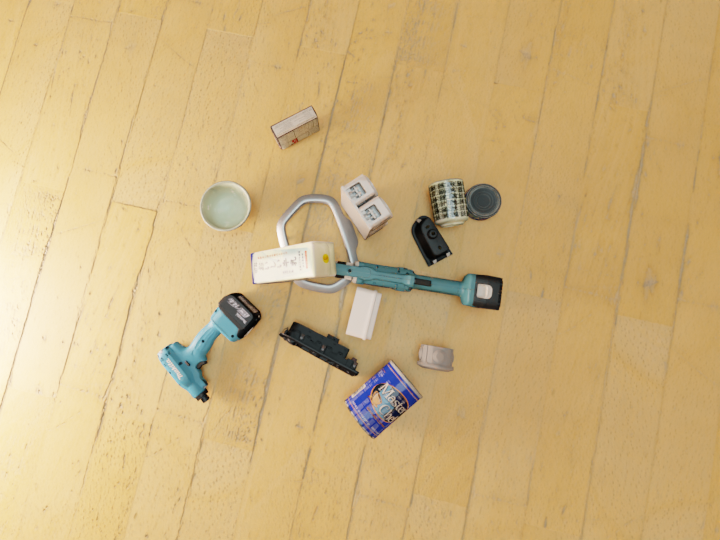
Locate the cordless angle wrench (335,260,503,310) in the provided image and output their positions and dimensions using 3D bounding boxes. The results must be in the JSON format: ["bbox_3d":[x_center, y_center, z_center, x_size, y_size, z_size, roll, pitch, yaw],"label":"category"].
[{"bbox_3d":[0.095,0.020,0.964,0.426,0.097,0.074,9,86,4],"label":"cordless angle wrench"}]

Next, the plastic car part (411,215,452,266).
[{"bbox_3d":[0.166,-0.075,0.987,0.066,0.071,0.117,-28,88,-3],"label":"plastic car part"}]

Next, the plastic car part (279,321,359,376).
[{"bbox_3d":[-0.092,0.175,0.978,0.205,0.065,0.067,23,76,4],"label":"plastic car part"}]

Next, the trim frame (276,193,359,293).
[{"bbox_3d":[-0.100,-0.065,1.022,0.184,0.027,0.252,-19,82,2],"label":"trim frame"}]

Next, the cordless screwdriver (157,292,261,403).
[{"bbox_3d":[-0.336,0.178,0.986,0.249,0.073,0.161,-42,85,2],"label":"cordless screwdriver"}]
